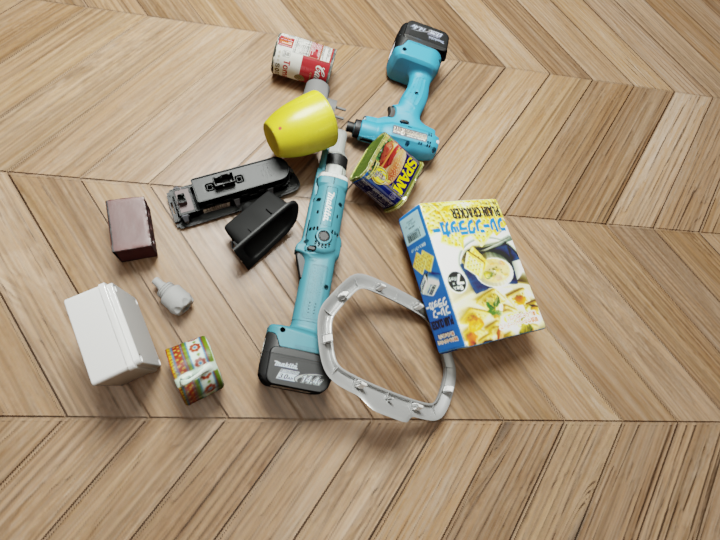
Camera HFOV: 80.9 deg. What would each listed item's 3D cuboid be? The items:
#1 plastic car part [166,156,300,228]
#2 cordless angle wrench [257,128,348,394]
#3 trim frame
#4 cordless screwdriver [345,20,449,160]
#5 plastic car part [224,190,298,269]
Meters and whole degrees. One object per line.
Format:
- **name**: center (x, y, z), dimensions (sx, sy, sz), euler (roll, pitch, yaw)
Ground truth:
- **plastic car part**: center (-0.191, -0.132, 0.648), dimensions (0.198, 0.066, 0.068), euler (-19, 70, -19)
- **cordless angle wrench**: center (-0.062, -0.041, 0.634), dimensions (0.097, 0.074, 0.430), euler (12, 67, -9)
- **trim frame**: center (0.046, 0.106, 0.580), dimensions (0.238, 0.028, 0.187), euler (28, 55, -24)
- **cordless screwdriver**: center (0.068, -0.322, 0.754), dimensions (0.157, 0.074, 0.252), euler (12, 73, -6)
- **plastic car part**: center (-0.154, -0.071, 0.630), dimensions (0.074, 0.064, 0.116), euler (36, 73, 21)
